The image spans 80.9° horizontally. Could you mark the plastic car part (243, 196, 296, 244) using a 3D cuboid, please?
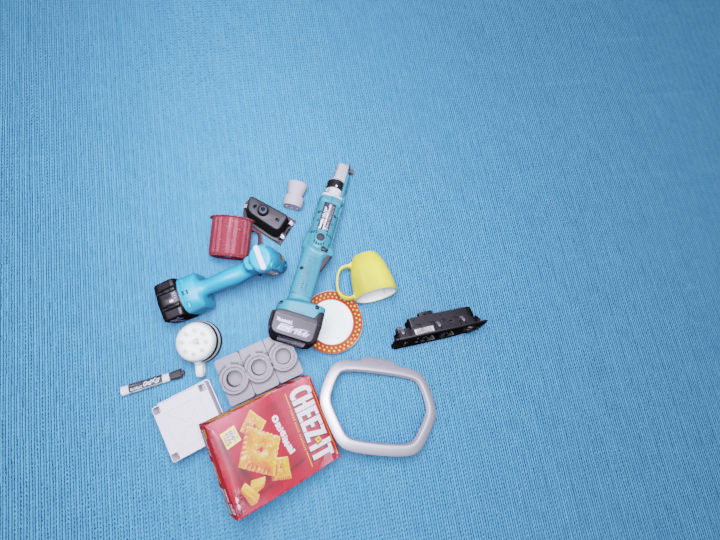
[{"bbox_3d":[-0.200,-0.116,0.899,0.116,0.071,0.066,32,75,-3],"label":"plastic car part"}]

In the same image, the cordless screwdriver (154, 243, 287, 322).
[{"bbox_3d":[-0.266,0.024,0.841,0.250,0.156,0.076,-23,82,4],"label":"cordless screwdriver"}]

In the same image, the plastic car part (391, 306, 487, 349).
[{"bbox_3d":[0.162,0.117,0.894,0.201,0.064,0.070,-7,54,-7],"label":"plastic car part"}]

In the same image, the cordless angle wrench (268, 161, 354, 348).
[{"bbox_3d":[-0.086,-0.056,0.875,0.097,0.074,0.429,16,64,-5],"label":"cordless angle wrench"}]

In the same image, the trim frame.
[{"bbox_3d":[0.037,0.263,0.835,0.243,0.027,0.188,9,62,-13],"label":"trim frame"}]
